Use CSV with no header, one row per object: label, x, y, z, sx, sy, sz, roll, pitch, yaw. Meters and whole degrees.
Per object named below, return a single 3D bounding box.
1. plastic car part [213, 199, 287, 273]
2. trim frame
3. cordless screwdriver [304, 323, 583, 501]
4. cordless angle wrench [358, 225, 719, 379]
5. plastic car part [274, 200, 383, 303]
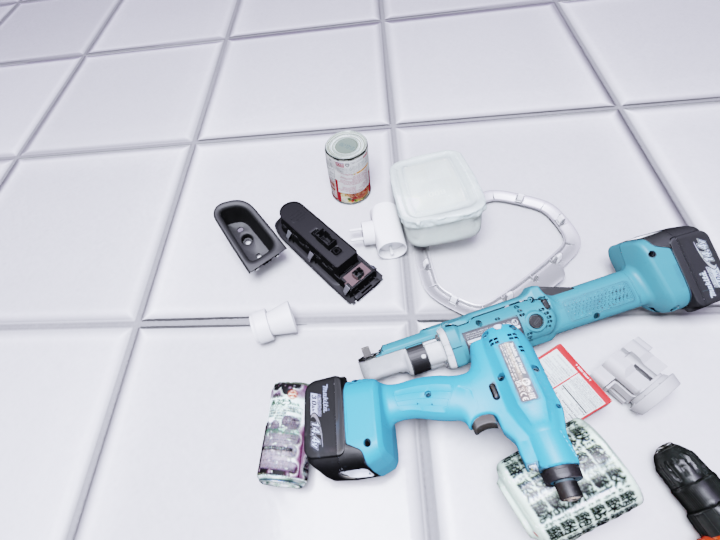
plastic car part,-0.172,-0.050,0.649,0.065,0.070,0.120,-34,74,-17
trim frame,0.194,-0.034,0.608,0.245,0.026,0.193,-33,58,-15
cordless screwdriver,0.069,0.160,0.425,0.252,0.070,0.165,-19,48,12
cordless angle wrench,0.202,0.058,0.512,0.423,0.073,0.099,-19,84,1
plastic car part,-0.062,-0.041,0.635,0.066,0.064,0.214,-42,58,-12
